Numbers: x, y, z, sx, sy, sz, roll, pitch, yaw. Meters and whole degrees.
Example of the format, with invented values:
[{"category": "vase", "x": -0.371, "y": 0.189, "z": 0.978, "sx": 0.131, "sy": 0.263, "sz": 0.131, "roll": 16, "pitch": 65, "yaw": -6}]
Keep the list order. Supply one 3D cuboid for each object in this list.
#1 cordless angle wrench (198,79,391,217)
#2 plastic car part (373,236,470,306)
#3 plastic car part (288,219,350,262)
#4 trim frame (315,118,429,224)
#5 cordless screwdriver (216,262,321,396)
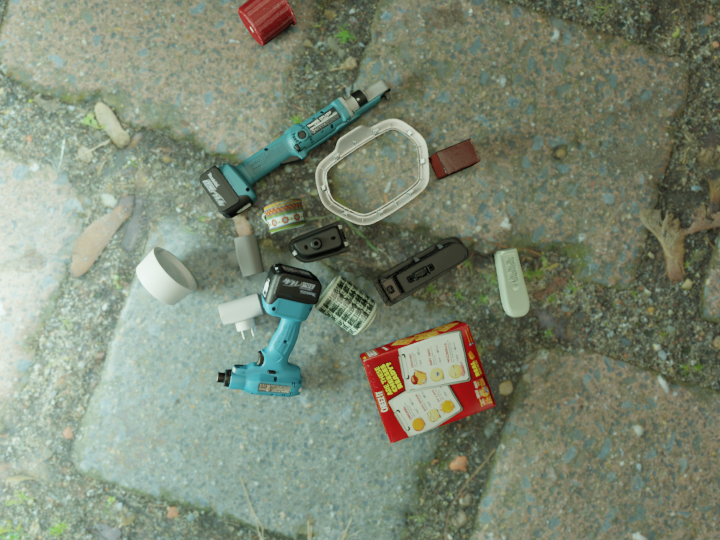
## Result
[{"category": "cordless angle wrench", "x": -0.117, "y": -0.257, "z": 0.836, "sx": 0.421, "sy": 0.075, "sz": 0.098, "roll": -36, "pitch": 92, "yaw": -6}, {"category": "plastic car part", "x": 0.128, "y": -0.005, "z": 0.839, "sx": 0.202, "sy": 0.067, "sz": 0.067, "roll": -30, "pitch": 85, "yaw": -7}, {"category": "plastic car part", "x": -0.081, "y": -0.053, "z": 0.825, "sx": 0.115, "sy": 0.071, "sz": 0.066, "roll": -19, "pitch": 90, "yaw": -8}, {"category": "trim frame", "x": 0.027, "y": -0.203, "z": 0.860, "sx": 0.248, "sy": 0.027, "sz": 0.185, "roll": -33, "pitch": 88, "yaw": -2}, {"category": "cordless screwdriver", "x": -0.167, "y": 0.113, "z": 0.782, "sx": 0.154, "sy": 0.077, "sz": 0.247, "roll": 10, "pitch": 99, "yaw": -18}]
